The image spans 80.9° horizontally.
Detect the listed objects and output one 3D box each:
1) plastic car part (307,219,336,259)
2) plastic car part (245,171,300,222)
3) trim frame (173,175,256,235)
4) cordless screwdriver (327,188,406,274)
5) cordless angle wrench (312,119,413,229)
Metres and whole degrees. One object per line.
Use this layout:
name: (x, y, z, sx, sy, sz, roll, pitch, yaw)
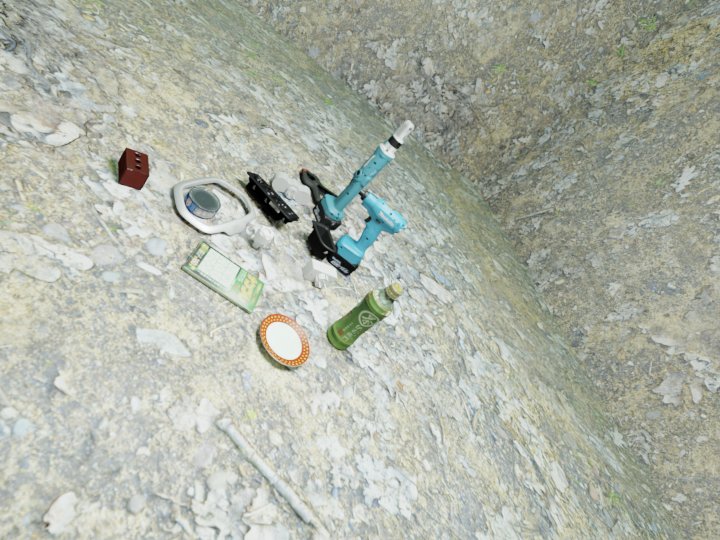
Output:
plastic car part: (-0.121, -0.079, 1.234, 0.062, 0.071, 0.122, 20, 37, -38)
plastic car part: (-0.265, -0.204, 1.222, 0.208, 0.068, 0.064, 51, 30, 12)
trim frame: (-0.370, -0.168, 1.085, 0.186, 0.028, 0.243, 46, 29, 5)
cordless screwdriver: (-0.006, -0.111, 1.235, 0.157, 0.251, 0.074, 42, 30, -7)
cordless angle wrench: (0.010, -0.294, 1.313, 0.070, 0.427, 0.102, 19, 40, -40)
